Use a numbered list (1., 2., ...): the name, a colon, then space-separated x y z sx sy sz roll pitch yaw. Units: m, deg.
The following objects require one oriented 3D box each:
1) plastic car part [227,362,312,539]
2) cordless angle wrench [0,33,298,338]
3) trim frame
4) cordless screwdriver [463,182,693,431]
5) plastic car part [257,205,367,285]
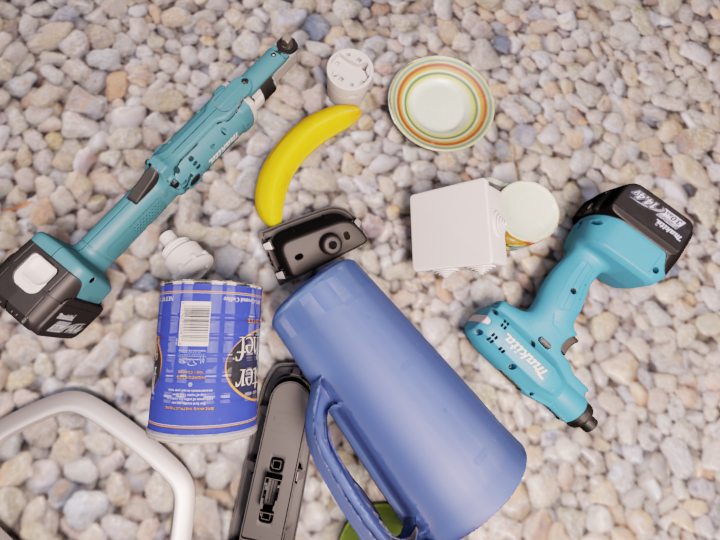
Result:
1. plastic car part: -0.086 0.193 0.423 0.067 0.066 0.205 10 75 4
2. cordless angle wrench: -0.206 -0.117 0.474 0.075 0.097 0.422 37 75 2
3. trim frame: -0.280 0.237 0.423 0.250 0.027 0.184 34 78 3
4. cordless screwdriver: 0.252 0.037 0.460 0.161 0.074 0.248 44 84 6
5. plastic car part: -0.045 -0.029 0.457 0.116 0.073 0.064 -23 105 -6
